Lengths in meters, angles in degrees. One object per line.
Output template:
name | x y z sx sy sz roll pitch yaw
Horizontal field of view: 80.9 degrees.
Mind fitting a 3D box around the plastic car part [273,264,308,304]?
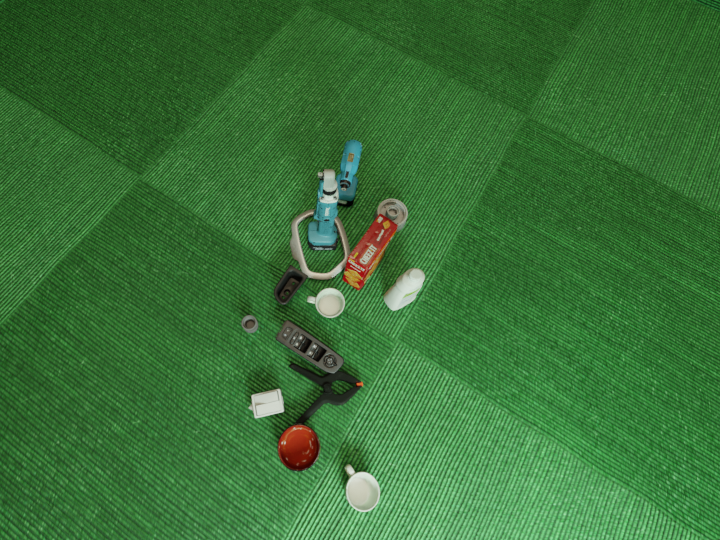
plastic car part | -0.217 0.054 1.273 0.067 0.070 0.116 31 71 6

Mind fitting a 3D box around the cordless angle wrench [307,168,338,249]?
cordless angle wrench | -0.097 -0.163 1.176 0.097 0.417 0.076 1 72 -7

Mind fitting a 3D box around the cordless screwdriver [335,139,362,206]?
cordless screwdriver | -0.045 -0.271 1.311 0.074 0.245 0.161 12 70 -3

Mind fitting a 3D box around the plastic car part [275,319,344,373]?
plastic car part | -0.144 0.225 1.211 0.207 0.066 0.066 31 71 9

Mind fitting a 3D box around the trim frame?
trim frame | -0.132 -0.087 1.353 0.182 0.027 0.255 -14 70 -7
